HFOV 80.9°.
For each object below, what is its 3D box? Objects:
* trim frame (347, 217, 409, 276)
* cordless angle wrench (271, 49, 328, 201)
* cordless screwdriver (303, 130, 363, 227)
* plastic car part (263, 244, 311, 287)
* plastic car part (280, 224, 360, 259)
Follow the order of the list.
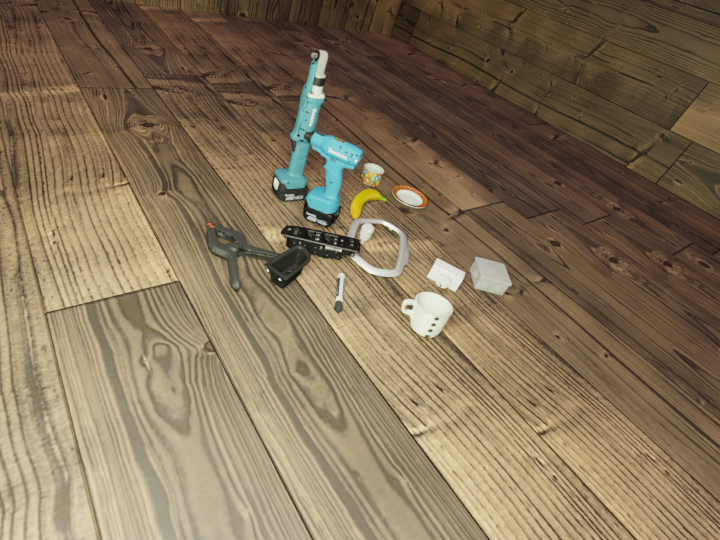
[{"bbox_3d":[0.051,-0.069,1.172,0.184,0.027,0.252,17,39,-1],"label":"trim frame"},{"bbox_3d":[-0.154,-0.379,1.147,0.094,0.418,0.078,-8,48,-33],"label":"cordless angle wrench"},{"bbox_3d":[-0.103,-0.249,1.150,0.162,0.245,0.074,28,39,7],"label":"cordless screwdriver"},{"bbox_3d":[-0.165,-0.002,0.975,0.068,0.070,0.114,34,41,16],"label":"plastic car part"},{"bbox_3d":[-0.106,-0.069,1.080,0.202,0.066,0.068,16,39,-4],"label":"plastic car part"}]
